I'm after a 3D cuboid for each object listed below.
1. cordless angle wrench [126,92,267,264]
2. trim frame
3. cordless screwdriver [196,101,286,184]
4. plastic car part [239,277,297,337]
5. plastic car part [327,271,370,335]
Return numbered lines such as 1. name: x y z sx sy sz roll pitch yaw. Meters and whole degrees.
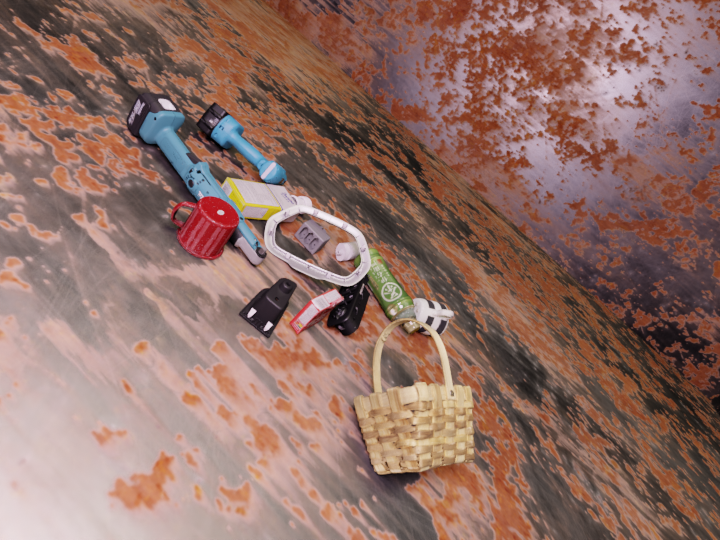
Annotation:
1. cordless angle wrench: -0.324 -0.181 0.857 0.432 0.099 0.072 52 30 11
2. trim frame: -0.091 -0.060 0.932 0.248 0.027 0.185 25 54 -1
3. cordless screwdriver: -0.287 -0.307 1.073 0.251 0.074 0.158 42 5 2
4. plastic car part: -0.149 0.049 0.748 0.065 0.071 0.116 40 31 -7
5. plastic car part: -0.019 0.071 0.891 0.065 0.068 0.202 63 23 -16
